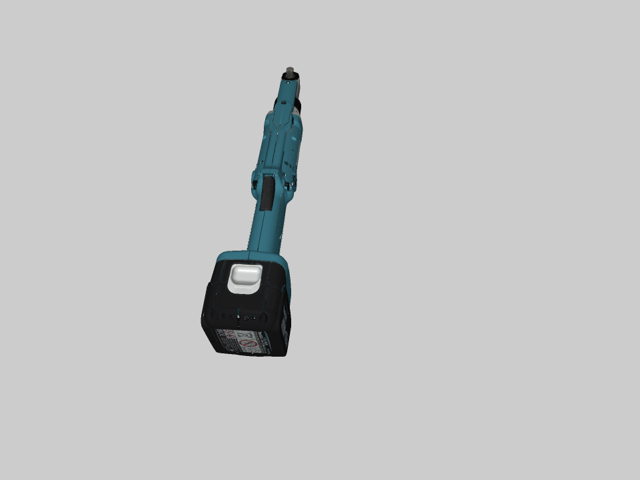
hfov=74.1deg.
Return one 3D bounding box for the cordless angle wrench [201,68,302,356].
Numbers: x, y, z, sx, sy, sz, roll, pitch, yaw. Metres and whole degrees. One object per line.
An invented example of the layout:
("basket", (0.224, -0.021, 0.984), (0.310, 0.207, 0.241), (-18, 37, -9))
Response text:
("cordless angle wrench", (-0.057, -0.073, 0.523), (0.074, 0.421, 0.098), (3, -36, 3))
